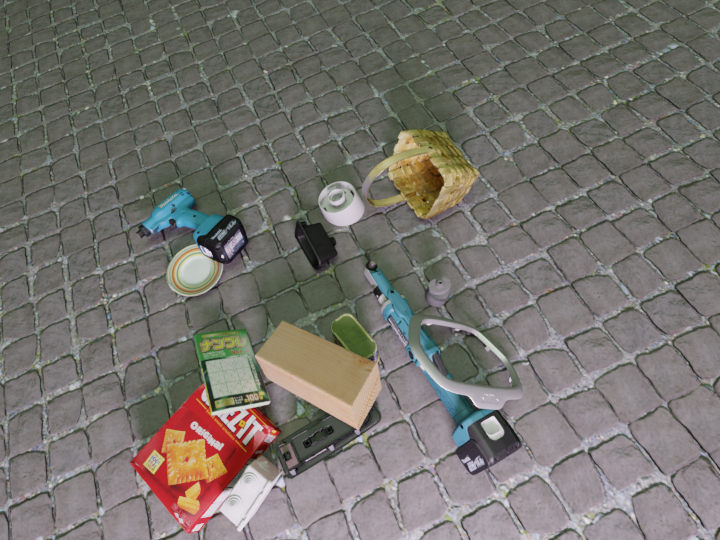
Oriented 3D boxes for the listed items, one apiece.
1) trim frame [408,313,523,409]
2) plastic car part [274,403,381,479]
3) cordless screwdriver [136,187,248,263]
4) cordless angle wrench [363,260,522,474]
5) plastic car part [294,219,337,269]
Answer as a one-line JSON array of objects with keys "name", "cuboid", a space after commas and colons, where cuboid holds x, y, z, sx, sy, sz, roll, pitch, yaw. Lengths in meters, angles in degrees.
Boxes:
[{"name": "trim frame", "cuboid": [0.182, 0.154, 0.739, 0.237, 0.027, 0.193, 15, 33, -31]}, {"name": "plastic car part", "cuboid": [-0.060, 0.291, 0.764, 0.201, 0.064, 0.070, -27, 57, -9]}, {"name": "cordless screwdriver", "cuboid": [-0.392, -0.093, 0.975, 0.261, 0.071, 0.158, 27, 60, 26]}, {"name": "cordless angle wrench", "cuboid": [0.118, 0.150, 0.796, 0.072, 0.096, 0.443, -18, 57, -23]}, {"name": "plastic car part", "cuboid": [-0.092, -0.060, 0.945, 0.069, 0.065, 0.121, -25, 66, -22]}]
